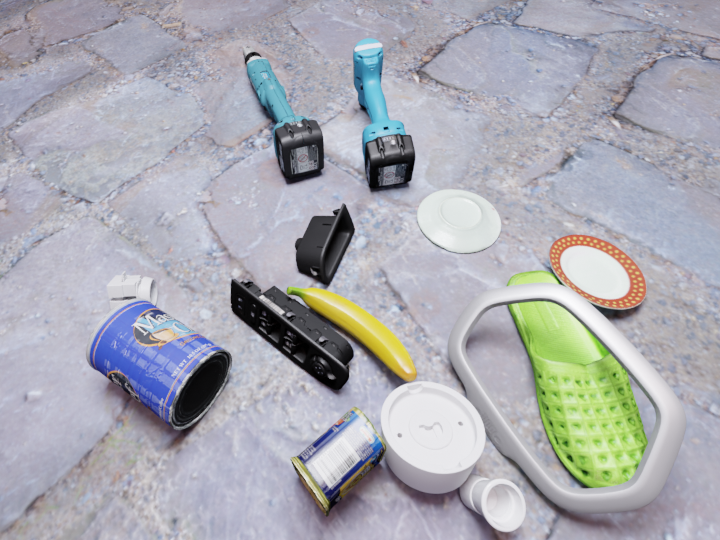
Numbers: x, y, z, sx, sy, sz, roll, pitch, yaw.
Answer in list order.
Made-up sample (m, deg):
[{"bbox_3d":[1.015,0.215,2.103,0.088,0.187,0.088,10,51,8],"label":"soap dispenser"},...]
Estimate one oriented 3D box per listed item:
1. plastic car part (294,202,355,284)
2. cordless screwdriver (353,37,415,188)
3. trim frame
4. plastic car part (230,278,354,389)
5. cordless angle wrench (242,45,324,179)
[{"bbox_3d":[-0.063,-0.041,0.644,0.074,0.063,0.117,11,59,27],"label":"plastic car part"},{"bbox_3d":[0.030,-0.264,0.756,0.074,0.155,0.255,-9,71,-3],"label":"cordless screwdriver"},{"bbox_3d":[0.206,0.127,0.463,0.185,0.026,0.260,-43,60,17],"label":"trim frame"},{"bbox_3d":[-0.088,0.078,0.563,0.212,0.065,0.065,36,38,26],"label":"plastic car part"},{"bbox_3d":[-0.177,-0.348,0.842,0.073,0.095,0.444,-17,53,-14],"label":"cordless angle wrench"}]
